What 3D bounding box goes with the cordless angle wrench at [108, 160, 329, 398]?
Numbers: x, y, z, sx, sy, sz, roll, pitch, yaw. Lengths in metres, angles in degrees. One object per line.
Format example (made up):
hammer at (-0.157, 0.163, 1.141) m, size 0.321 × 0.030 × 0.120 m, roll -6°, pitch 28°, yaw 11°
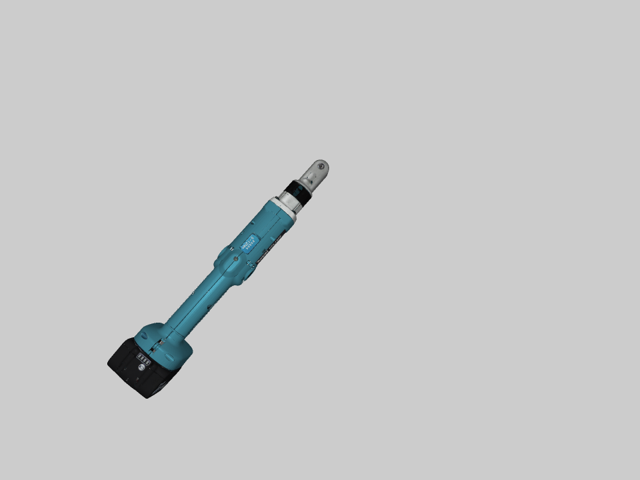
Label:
cordless angle wrench at (-0.126, 0.036, 0.631) m, size 0.074 × 0.422 × 0.098 m, roll 40°, pitch -11°, yaw 2°
